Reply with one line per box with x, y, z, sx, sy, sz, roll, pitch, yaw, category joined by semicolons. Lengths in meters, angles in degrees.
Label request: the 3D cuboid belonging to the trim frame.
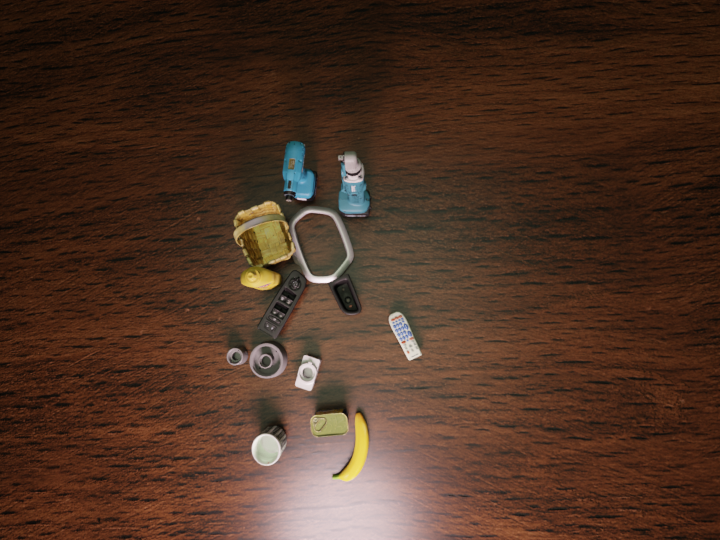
-0.126;-0.083;1.292;0.184;0.027;0.253;-22;79;2;trim frame

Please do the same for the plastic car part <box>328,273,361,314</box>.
-0.041;0.077;1.234;0.066;0.070;0.118;-24;80;0;plastic car part

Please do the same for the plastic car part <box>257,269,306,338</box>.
-0.223;0.097;1.252;0.067;0.066;0.203;28;85;7;plastic car part

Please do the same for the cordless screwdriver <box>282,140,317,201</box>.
-0.178;-0.250;1.215;0.075;0.245;0.160;6;83;2;cordless screwdriver

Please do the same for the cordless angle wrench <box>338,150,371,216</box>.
-0.018;-0.223;1.106;0.098;0.417;0.075;0;84;1;cordless angle wrench
